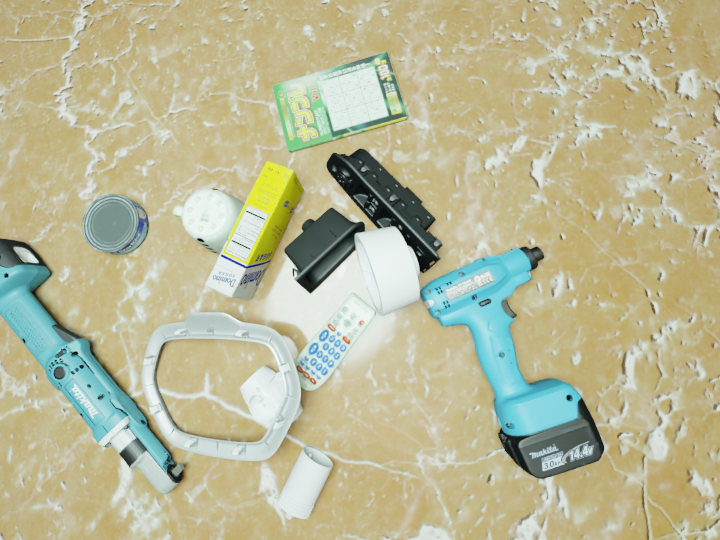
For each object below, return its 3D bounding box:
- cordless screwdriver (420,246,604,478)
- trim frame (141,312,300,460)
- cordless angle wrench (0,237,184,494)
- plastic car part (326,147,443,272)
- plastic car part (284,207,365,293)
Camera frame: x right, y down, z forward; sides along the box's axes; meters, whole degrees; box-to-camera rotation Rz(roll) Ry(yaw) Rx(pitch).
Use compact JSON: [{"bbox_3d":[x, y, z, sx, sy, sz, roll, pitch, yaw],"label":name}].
[{"bbox_3d":[0.199,0.099,0.514,0.159,0.072,0.254,-26,76,1],"label":"cordless screwdriver"},{"bbox_3d":[-0.189,0.145,0.540,0.257,0.026,0.185,-2,86,24],"label":"trim frame"},{"bbox_3d":[-0.393,0.132,0.578,0.098,0.073,0.430,-44,82,-2],"label":"cordless angle wrench"},{"bbox_3d":[0.036,-0.093,0.565,0.207,0.065,0.067,44,78,10],"label":"plastic car part"},{"bbox_3d":[-0.056,-0.037,0.572,0.074,0.063,0.116,41,84,22],"label":"plastic car part"}]
